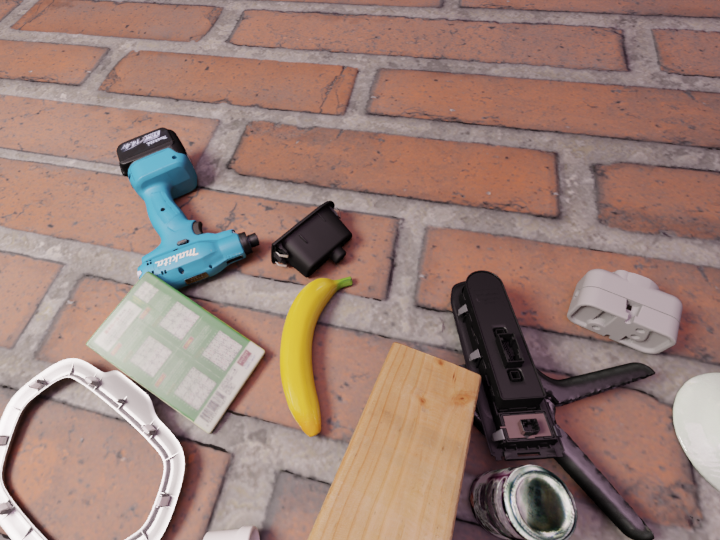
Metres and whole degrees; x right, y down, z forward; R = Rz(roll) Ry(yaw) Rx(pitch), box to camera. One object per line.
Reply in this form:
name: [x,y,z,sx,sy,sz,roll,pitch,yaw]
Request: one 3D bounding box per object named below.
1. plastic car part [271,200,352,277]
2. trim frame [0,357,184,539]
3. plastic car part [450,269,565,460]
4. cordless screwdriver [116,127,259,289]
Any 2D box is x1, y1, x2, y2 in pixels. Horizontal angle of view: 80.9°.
plastic car part: [-0.055,-0.036,0.563,0.115,0.065,0.072,-39,80,-20]
trim frame: [-0.301,0.202,0.452,0.259,0.026,0.184,27,71,22]
plastic car part: [0.140,0.079,0.437,0.067,0.064,0.210,-12,47,6]
cordless screwdriver: [-0.253,-0.097,0.609,0.158,0.072,0.259,-22,64,-8]
